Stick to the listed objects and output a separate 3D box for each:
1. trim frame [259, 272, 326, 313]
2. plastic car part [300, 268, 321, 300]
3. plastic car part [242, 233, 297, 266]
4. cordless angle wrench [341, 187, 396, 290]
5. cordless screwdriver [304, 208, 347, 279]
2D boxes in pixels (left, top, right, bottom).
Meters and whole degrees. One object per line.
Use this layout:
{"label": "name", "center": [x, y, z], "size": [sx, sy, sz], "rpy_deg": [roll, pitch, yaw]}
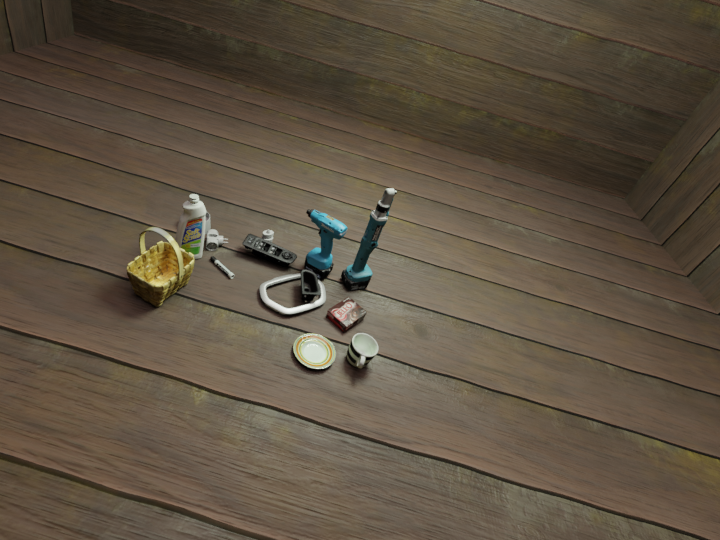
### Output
{"label": "trim frame", "center": [-0.231, 0.075, 1.468], "size": [0.240, 0.027, 0.194], "rpy_deg": [-17, 49, -35]}
{"label": "plastic car part", "center": [-0.183, 0.061, 1.468], "size": [0.064, 0.070, 0.121], "rpy_deg": [5, 40, -18]}
{"label": "plastic car part", "center": [-0.338, -0.064, 1.568], "size": [0.204, 0.066, 0.067], "rpy_deg": [20, 38, 3]}
{"label": "cordless angle wrench", "center": [0.034, -0.104, 1.468], "size": [0.094, 0.417, 0.078], "rpy_deg": [-4, 44, -29]}
{"label": "cordless screwdriver", "center": [-0.150, -0.098, 1.532], "size": [0.165, 0.245, 0.073], "rpy_deg": [33, 39, 16]}
